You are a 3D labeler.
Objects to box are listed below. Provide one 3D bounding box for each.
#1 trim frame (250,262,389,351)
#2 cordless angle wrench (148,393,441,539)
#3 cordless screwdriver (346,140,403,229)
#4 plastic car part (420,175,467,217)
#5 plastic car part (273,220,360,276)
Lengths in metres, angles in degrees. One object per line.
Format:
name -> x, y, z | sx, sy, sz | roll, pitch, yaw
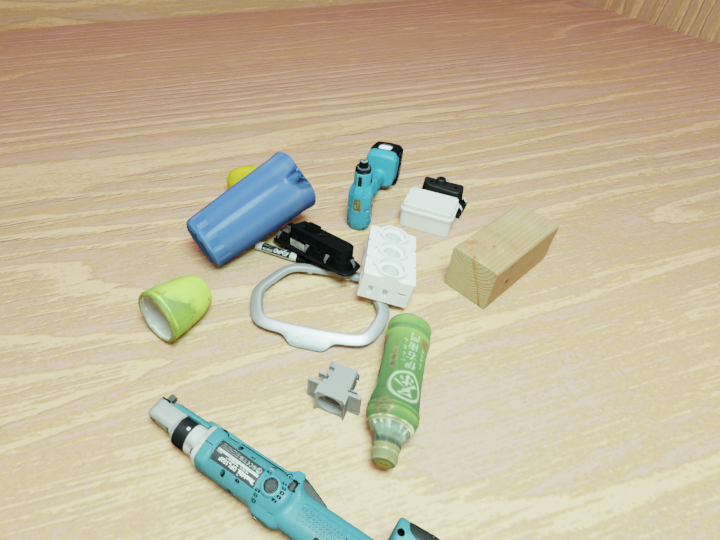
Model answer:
trim frame -> -0.074, 0.059, 0.748 | 0.252, 0.027, 0.187 | 9, 43, 7
cordless angle wrench -> -0.101, 0.265, 0.502 | 0.441, 0.072, 0.097 | 21, 46, 24
cordless screwdriver -> 0.032, -0.220, 0.949 | 0.076, 0.154, 0.249 | 15, 43, 11
plastic car part -> 0.186, -0.179, 0.967 | 0.121, 0.069, 0.065 | 24, 46, 18
plastic car part -> -0.080, -0.053, 0.822 | 0.214, 0.066, 0.064 | 32, 31, 34
